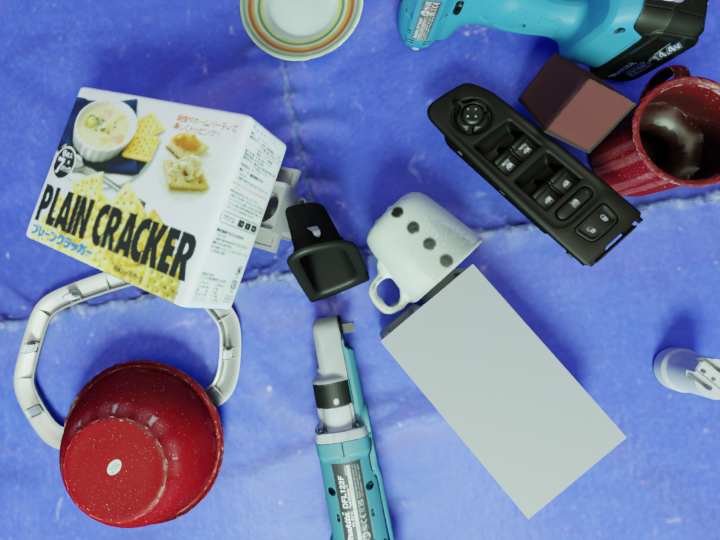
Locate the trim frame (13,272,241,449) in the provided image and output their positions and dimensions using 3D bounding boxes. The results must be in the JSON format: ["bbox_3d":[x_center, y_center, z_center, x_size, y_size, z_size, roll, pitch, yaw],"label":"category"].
[{"bbox_3d":[-0.243,0.090,0.435,0.249,0.027,0.185,-16,85,1],"label":"trim frame"}]

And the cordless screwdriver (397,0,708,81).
[{"bbox_3d":[0.164,-0.242,0.366,0.250,0.158,0.074,9,88,1],"label":"cordless screwdriver"}]

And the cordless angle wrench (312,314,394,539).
[{"bbox_3d":[0.005,0.253,0.382,0.098,0.073,0.427,-12,82,1],"label":"cordless angle wrench"}]

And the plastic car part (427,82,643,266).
[{"bbox_3d":[0.150,-0.097,0.399,0.066,0.065,0.207,-44,80,6],"label":"plastic car part"}]

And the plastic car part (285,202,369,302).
[{"bbox_3d":[-0.038,-0.025,0.393,0.066,0.112,0.074,-22,64,-1],"label":"plastic car part"}]
